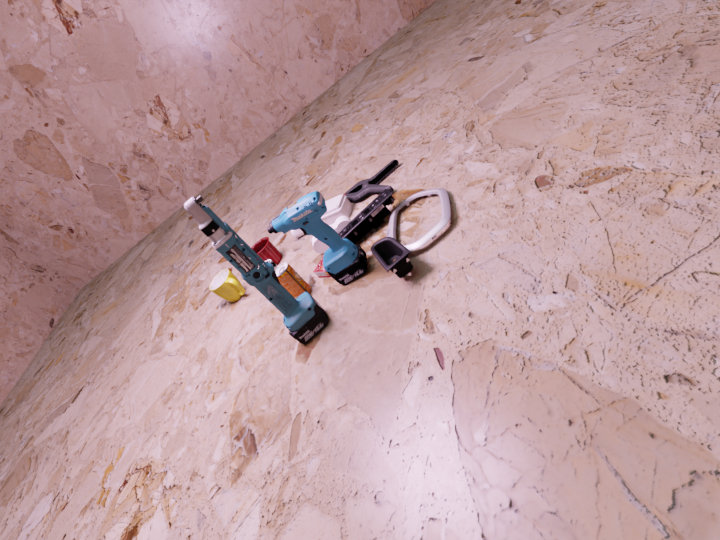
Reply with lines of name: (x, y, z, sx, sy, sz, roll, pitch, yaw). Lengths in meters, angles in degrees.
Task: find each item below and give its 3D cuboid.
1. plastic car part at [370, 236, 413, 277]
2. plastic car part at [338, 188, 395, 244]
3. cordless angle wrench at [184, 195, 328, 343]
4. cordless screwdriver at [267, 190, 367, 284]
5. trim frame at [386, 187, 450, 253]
plastic car part: (0.078, -0.025, 0.955, 0.066, 0.068, 0.122, -40, 29, 1)
plastic car part: (0.019, -0.139, 1.173, 0.203, 0.064, 0.069, -38, 29, 5)
cordless angle wrench: (-0.231, 0.000, 0.937, 0.098, 0.404, 0.078, -41, 27, -1)
cordless screwdriver: (-0.102, -0.067, 1.042, 0.162, 0.238, 0.076, -28, 29, 22)
trim frame: (0.139, -0.127, 1.059, 0.188, 0.026, 0.254, -26, 34, 24)
